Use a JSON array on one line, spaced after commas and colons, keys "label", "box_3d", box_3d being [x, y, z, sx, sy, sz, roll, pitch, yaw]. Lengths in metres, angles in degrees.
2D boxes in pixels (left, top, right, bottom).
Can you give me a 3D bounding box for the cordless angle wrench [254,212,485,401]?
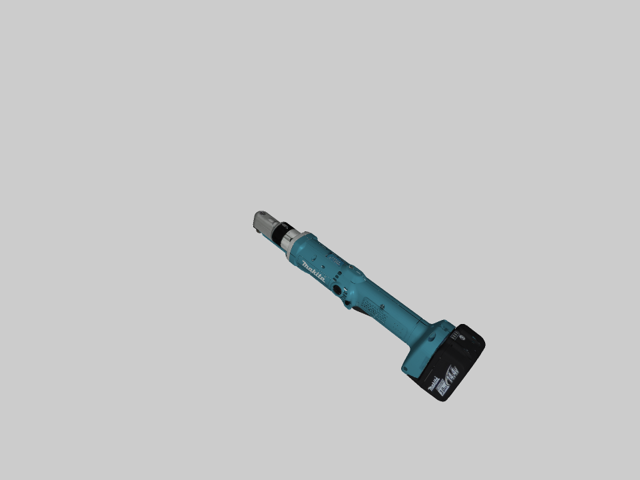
[{"label": "cordless angle wrench", "box_3d": [0.043, 0.070, 0.664, 0.422, 0.098, 0.074, 36, 41, 24]}]
